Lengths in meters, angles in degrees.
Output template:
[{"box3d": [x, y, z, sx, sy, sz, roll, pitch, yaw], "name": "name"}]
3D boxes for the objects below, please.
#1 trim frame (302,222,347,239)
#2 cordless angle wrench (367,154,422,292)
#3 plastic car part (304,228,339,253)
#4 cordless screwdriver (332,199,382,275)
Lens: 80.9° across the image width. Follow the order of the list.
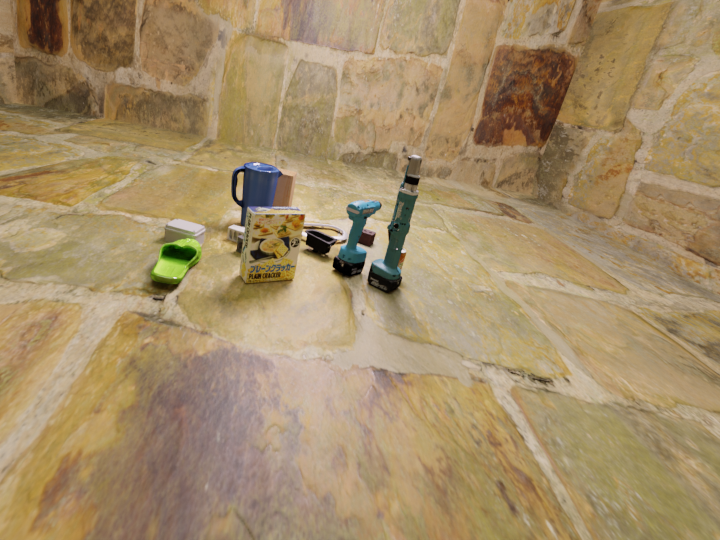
[{"box3d": [-0.164, -0.155, 1.680, 0.239, 0.027, 0.194, -3, 27, -29], "name": "trim frame"}, {"box3d": [0.118, -0.138, 1.281, 0.103, 0.417, 0.072, 26, 25, 28], "name": "cordless angle wrench"}, {"box3d": [-0.147, -0.096, 1.501, 0.122, 0.070, 0.064, 23, 25, 25], "name": "plastic car part"}, {"box3d": [-0.003, -0.112, 1.382, 0.078, 0.245, 0.153, 27, 26, 30], "name": "cordless screwdriver"}]
